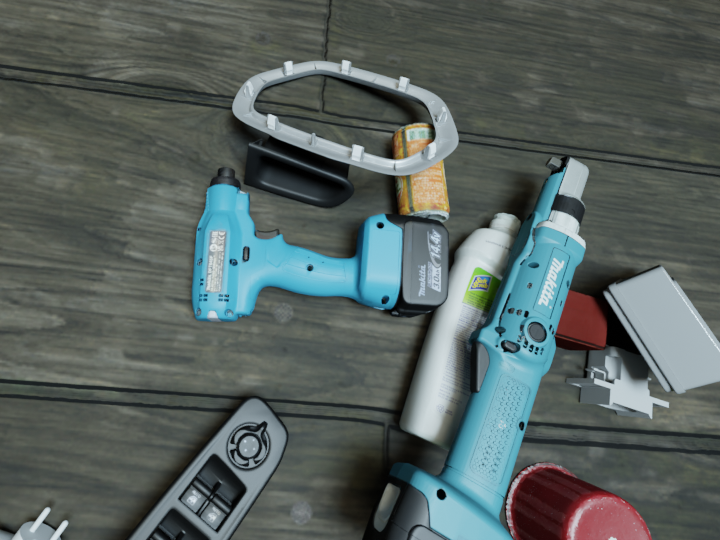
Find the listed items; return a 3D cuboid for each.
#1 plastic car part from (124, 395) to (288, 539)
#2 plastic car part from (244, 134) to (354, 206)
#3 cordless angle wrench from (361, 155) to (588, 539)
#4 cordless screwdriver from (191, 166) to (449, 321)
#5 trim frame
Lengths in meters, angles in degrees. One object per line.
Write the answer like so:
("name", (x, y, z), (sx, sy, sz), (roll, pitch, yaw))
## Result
("plastic car part", (-0.136, 0.206, 0.360), (0.067, 0.066, 0.202), (35, 70, 7))
("plastic car part", (-0.062, -0.120, 0.465), (0.115, 0.065, 0.072), (15, 61, -7))
("cordless angle wrench", (0.135, 0.059, 0.369), (0.098, 0.074, 0.424), (29, 67, 0))
("cordless screwdriver", (-0.042, -0.028, 0.433), (0.247, 0.073, 0.162), (0, 76, -3))
("trim frame", (-0.017, -0.174, 0.453), (0.256, 0.027, 0.183), (25, 55, 15))
